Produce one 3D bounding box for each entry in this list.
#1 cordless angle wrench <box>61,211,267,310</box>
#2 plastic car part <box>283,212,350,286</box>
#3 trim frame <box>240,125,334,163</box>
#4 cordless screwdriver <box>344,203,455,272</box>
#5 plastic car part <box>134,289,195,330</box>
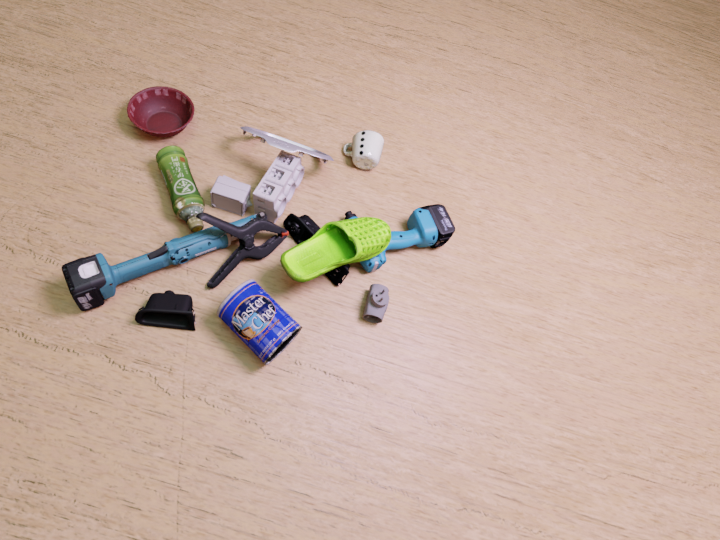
[{"bbox_3d":[-0.389,-0.042,0.902,0.412,0.097,0.077,-25,72,-27],"label":"cordless angle wrench"},{"bbox_3d":[-0.096,-0.063,0.978,0.208,0.066,0.066,43,52,12],"label":"plastic car part"},{"bbox_3d":[-0.184,-0.314,1.058,0.248,0.027,0.186,21,15,-3],"label":"trim frame"},{"bbox_3d":[0.090,-0.103,1.031,0.244,0.073,0.165,-18,67,-16],"label":"cordless screwdriver"},{"bbox_3d":[-0.387,0.074,0.854,0.116,0.064,0.073,8,46,-4],"label":"plastic car part"}]
